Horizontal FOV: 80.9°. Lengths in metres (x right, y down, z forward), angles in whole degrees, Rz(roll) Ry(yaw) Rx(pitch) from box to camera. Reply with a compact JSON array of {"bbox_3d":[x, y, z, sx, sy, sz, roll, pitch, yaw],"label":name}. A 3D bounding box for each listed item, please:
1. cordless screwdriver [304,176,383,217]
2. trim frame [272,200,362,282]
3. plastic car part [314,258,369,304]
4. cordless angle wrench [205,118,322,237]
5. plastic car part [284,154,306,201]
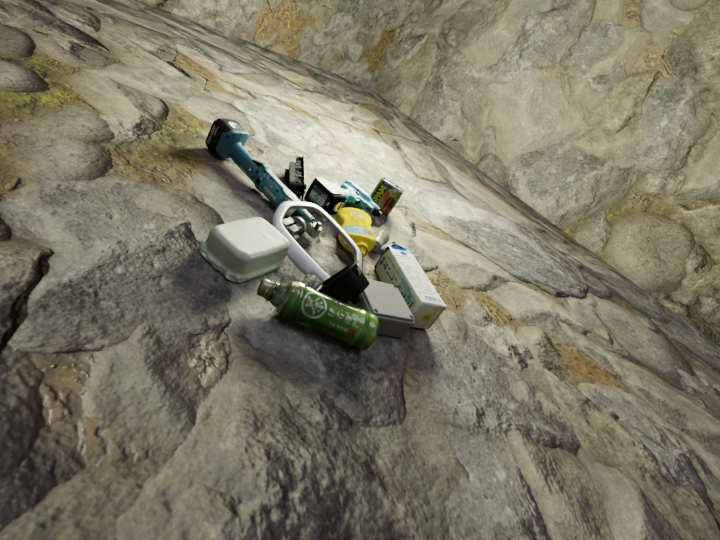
[{"bbox_3d":[-0.041,-0.203,1.235,0.165,0.074,0.240,41,26,18],"label":"cordless screwdriver"},{"bbox_3d":[-0.092,-0.060,0.946,0.249,0.028,0.181,47,41,1],"label":"trim frame"},{"bbox_3d":[-0.032,0.037,0.830,0.070,0.119,0.065,55,28,-8],"label":"plastic car part"},{"bbox_3d":[-0.245,-0.233,1.088,0.439,0.098,0.071,46,31,20],"label":"cordless angle wrench"},{"bbox_3d":[-0.185,-0.271,1.219,0.065,0.065,0.211,9,34,-19],"label":"plastic car part"}]
